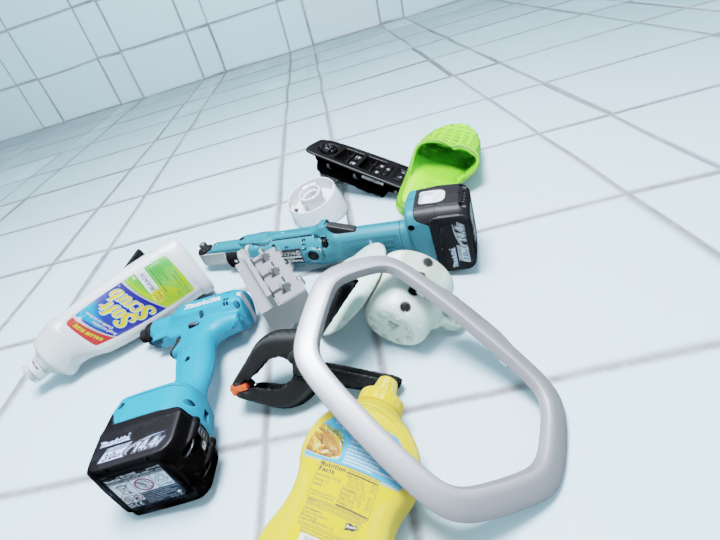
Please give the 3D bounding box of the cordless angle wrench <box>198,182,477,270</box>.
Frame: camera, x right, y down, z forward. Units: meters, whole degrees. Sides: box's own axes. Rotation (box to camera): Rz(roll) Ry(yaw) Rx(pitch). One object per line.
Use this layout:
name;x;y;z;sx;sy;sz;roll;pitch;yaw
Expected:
cordless angle wrench;-0.060;-0.039;0.609;0.437;0.094;0.075;-5;36;24

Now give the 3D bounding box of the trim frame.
trim frame;0.056;0.081;0.361;0.259;0.027;0.180;38;54;22

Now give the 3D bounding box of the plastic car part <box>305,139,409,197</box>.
plastic car part;-0.003;-0.181;0.759;0.209;0.065;0.066;28;57;16

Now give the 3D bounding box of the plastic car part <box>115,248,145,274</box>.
plastic car part;-0.378;0.034;0.673;0.073;0.063;0.118;-17;36;26

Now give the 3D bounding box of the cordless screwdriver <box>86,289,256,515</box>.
cordless screwdriver;-0.213;0.123;0.469;0.161;0.071;0.256;-17;32;9
